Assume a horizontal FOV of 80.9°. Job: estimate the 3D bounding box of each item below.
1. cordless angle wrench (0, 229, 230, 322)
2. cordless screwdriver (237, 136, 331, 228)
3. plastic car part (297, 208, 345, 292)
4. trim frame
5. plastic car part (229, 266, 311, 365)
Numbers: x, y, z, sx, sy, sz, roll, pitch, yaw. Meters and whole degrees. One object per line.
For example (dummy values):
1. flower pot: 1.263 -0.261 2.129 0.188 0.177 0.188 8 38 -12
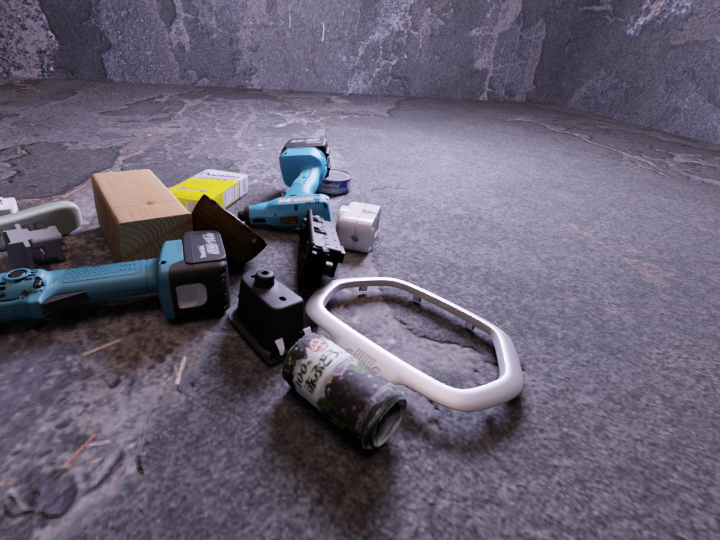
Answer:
1. cordless angle wrench: -0.359 0.027 0.454 0.413 0.072 0.103 -8 31 -17
2. cordless screwdriver: -0.132 -0.163 0.793 0.161 0.071 0.256 -5 40 4
3. plastic car part: -0.058 -0.038 0.597 0.066 0.065 0.210 5 21 -14
4. trim frame: 0.053 0.067 0.470 0.262 0.027 0.178 28 33 33
5. plastic car part: -0.103 0.037 0.465 0.063 0.069 0.123 -16 37 -39
